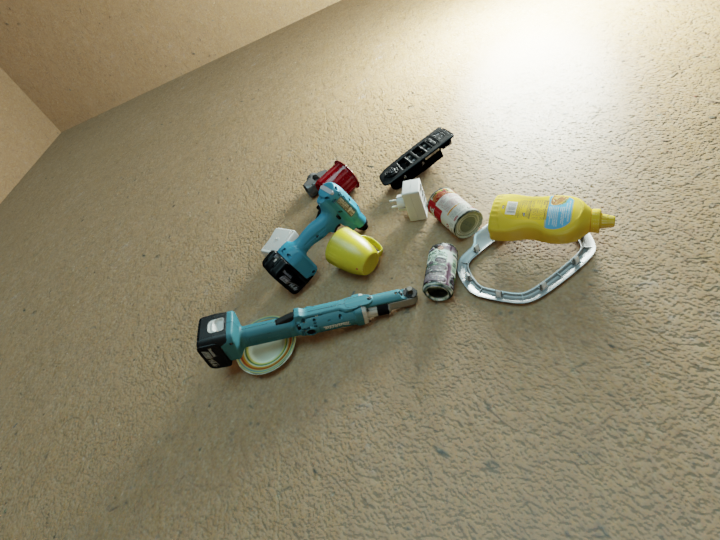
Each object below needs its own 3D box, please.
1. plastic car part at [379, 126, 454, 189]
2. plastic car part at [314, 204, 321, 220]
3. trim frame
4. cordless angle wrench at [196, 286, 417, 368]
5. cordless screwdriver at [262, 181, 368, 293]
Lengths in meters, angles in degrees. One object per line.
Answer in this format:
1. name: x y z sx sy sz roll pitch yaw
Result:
1. plastic car part: 0.137 -0.269 1.047 0.203 0.063 0.070 -34 50 2
2. plastic car part: -0.082 -0.128 1.030 0.071 0.064 0.119 -66 16 -17
3. trim frame: 0.296 -0.035 0.775 0.247 0.026 0.195 -37 43 -5
4. cordless angle wrench: -0.099 0.096 0.813 0.425 0.093 0.077 -13 46 4
5. cordless screwdriver: -0.093 -0.061 0.952 0.248 0.150 0.079 -51 42 -1
